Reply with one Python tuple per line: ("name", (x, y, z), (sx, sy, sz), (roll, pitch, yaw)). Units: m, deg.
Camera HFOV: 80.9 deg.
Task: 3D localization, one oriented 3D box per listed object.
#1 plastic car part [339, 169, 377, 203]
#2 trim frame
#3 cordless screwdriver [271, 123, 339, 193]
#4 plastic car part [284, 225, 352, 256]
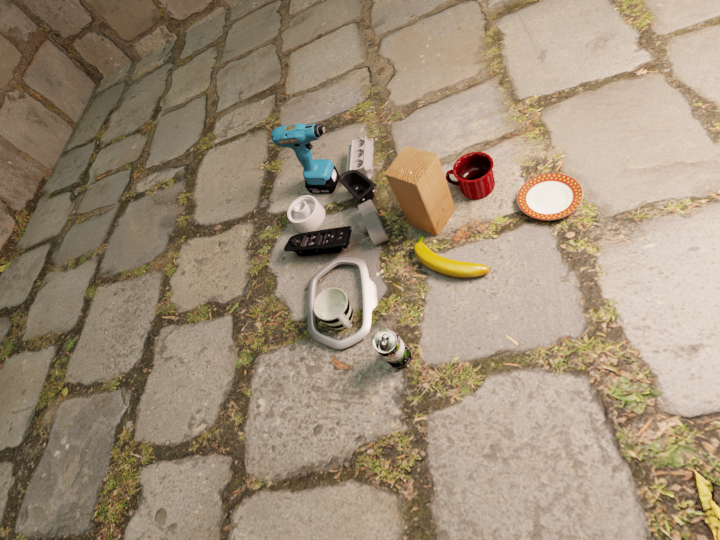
("plastic car part", (-0.002, -0.230, 1.190), (0.066, 0.067, 0.123), (-41, 51, -2))
("trim frame", (-0.049, 0.075, 1.049), (0.189, 0.026, 0.256), (-15, 55, 19))
("cordless screwdriver", (-0.130, -0.321, 1.207), (0.166, 0.235, 0.075), (3, 62, 28))
("plastic car part", (-0.113, -0.074, 1.153), (0.211, 0.063, 0.067), (-2, 60, 27))
